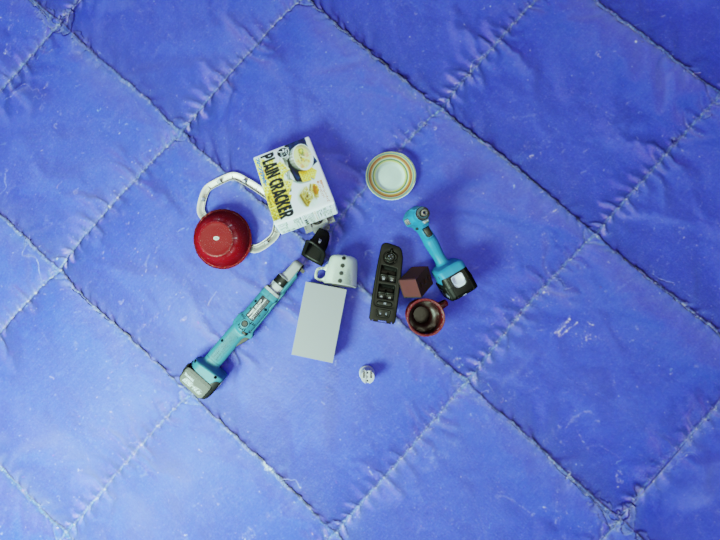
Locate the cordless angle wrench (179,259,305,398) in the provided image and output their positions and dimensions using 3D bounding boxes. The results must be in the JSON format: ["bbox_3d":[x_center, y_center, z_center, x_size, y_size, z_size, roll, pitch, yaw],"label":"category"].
[{"bbox_3d":[-0.296,0.139,1.100,0.099,0.074,0.422,40,87,2],"label":"cordless angle wrench"}]

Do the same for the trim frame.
[{"bbox_3d":[-0.326,-0.156,1.139,0.250,0.027,0.184,35,90,3],"label":"trim frame"}]

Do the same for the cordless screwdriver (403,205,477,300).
[{"bbox_3d":[0.191,-0.049,1.037,0.074,0.159,0.250,-30,89,-1],"label":"cordless screwdriver"}]

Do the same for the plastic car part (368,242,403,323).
[{"bbox_3d":[0.069,0.032,1.083,0.067,0.065,0.204,7,83,8],"label":"plastic car part"}]

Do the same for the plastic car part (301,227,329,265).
[{"bbox_3d":[-0.106,-0.069,1.086,0.066,0.116,0.071,29,65,0],"label":"plastic car part"}]
